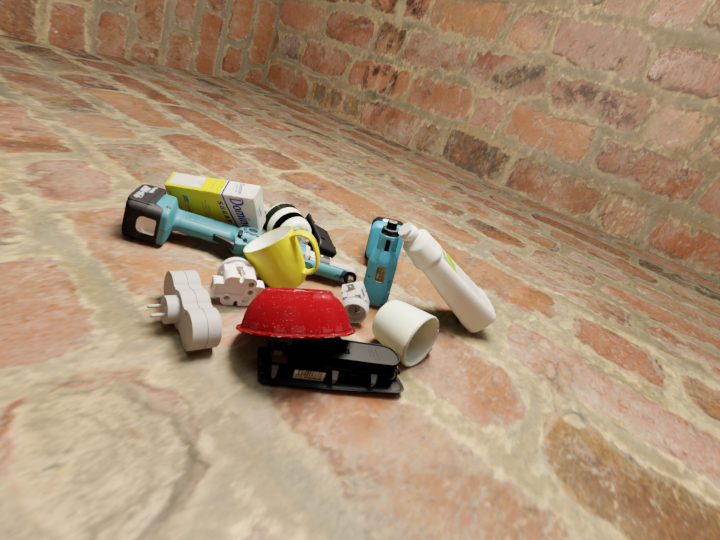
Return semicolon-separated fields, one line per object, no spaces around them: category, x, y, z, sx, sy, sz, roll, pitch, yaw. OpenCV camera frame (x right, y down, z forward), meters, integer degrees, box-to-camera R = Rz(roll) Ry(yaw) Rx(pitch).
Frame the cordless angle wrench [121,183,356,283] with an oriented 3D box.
cordless angle wrench;-0.205;-0.049;0.773;0.415;0.074;0.100;17;24;-10

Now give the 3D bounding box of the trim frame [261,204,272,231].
trim frame;-0.293;-0.139;0.938;0.244;0.027;0.189;16;26;-10

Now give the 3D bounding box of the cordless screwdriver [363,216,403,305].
cordless screwdriver;0.050;-0.052;0.844;0.075;0.157;0.250;13;23;1

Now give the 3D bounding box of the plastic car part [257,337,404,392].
plastic car part;-0.032;0.119;0.565;0.197;0.066;0.069;14;18;-17

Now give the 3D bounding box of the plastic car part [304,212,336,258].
plastic car part;-0.087;-0.057;0.885;0.067;0.066;0.123;21;24;-35
